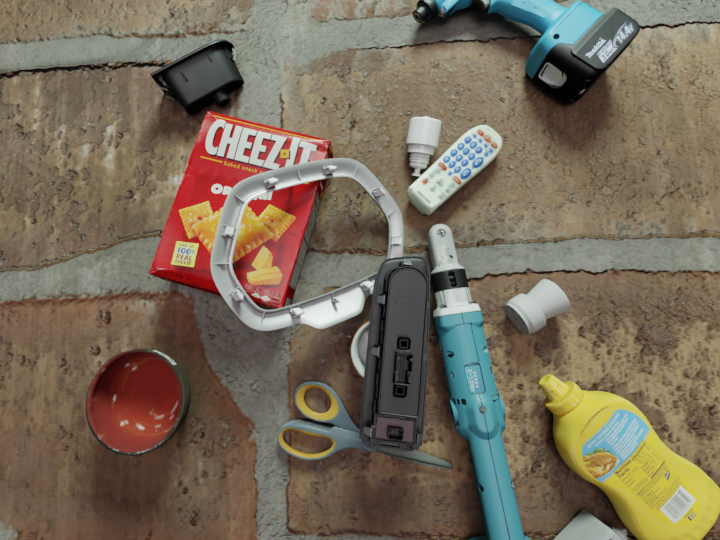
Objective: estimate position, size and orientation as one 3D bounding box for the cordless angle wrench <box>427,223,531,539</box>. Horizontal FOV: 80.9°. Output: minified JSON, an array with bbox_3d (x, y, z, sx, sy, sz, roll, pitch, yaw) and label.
[{"bbox_3d":[0.126,0.151,0.459,0.075,0.096,0.430,-9,76,2],"label":"cordless angle wrench"}]

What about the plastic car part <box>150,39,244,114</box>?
[{"bbox_3d":[-0.209,-0.253,0.571,0.116,0.067,0.070,-29,97,-6],"label":"plastic car part"}]

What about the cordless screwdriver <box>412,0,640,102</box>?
[{"bbox_3d":[0.201,-0.319,0.548,0.159,0.072,0.255,-41,77,-4],"label":"cordless screwdriver"}]

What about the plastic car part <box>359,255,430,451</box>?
[{"bbox_3d":[0.039,0.080,0.437,0.067,0.065,0.205,4,77,7],"label":"plastic car part"}]

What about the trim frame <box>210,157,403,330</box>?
[{"bbox_3d":[-0.047,-0.031,0.478,0.241,0.029,0.182,-18,98,-29],"label":"trim frame"}]
